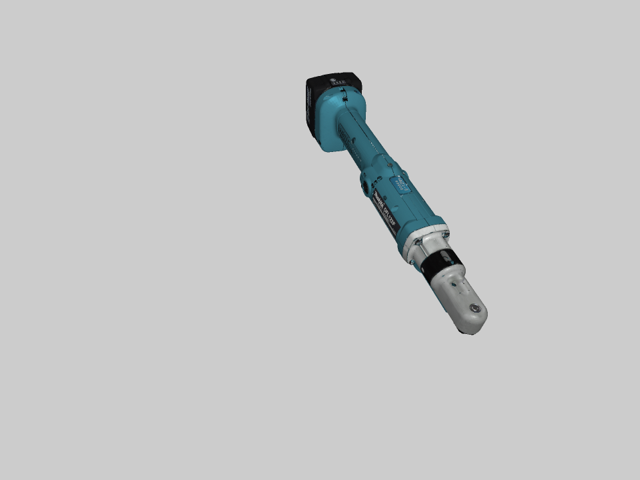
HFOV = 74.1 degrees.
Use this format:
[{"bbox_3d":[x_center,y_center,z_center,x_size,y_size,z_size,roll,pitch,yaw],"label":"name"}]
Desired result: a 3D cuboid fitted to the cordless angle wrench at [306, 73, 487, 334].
[{"bbox_3d":[0.080,-0.070,0.526,0.074,0.421,0.098,-14,-40,-13],"label":"cordless angle wrench"}]
